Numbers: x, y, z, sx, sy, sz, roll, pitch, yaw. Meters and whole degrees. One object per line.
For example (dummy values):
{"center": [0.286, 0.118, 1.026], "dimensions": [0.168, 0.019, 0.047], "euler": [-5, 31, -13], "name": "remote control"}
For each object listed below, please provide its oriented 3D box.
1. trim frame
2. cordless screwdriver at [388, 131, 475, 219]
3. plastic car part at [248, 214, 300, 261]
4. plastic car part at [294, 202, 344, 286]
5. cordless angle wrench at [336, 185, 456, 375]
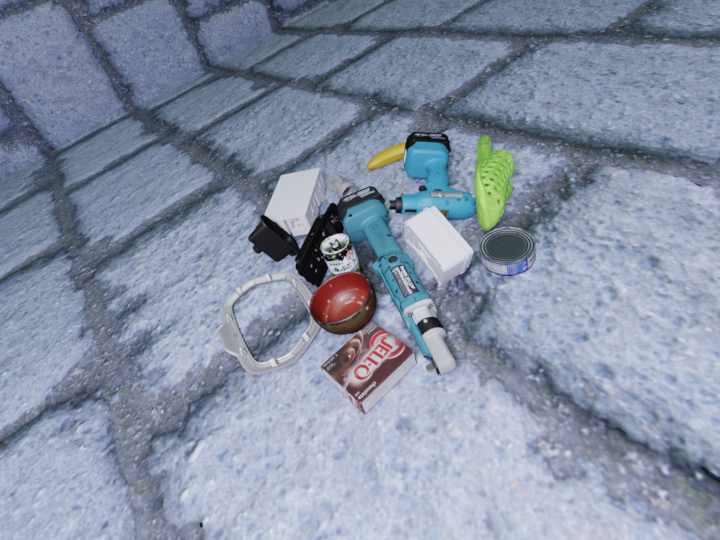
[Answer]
{"center": [-0.173, 0.084, 0.781], "dimensions": [0.183, 0.026, 0.263], "euler": [-32, 43, -8], "name": "trim frame"}
{"center": [0.128, -0.196, 0.877], "dimensions": [0.159, 0.072, 0.257], "euler": [-1, 45, -2], "name": "cordless screwdriver"}
{"center": [-0.191, -0.061, 0.891], "dimensions": [0.071, 0.110, 0.069], "euler": [-44, 39, 11], "name": "plastic car part"}
{"center": [-0.085, -0.056, 0.869], "dimensions": [0.069, 0.064, 0.204], "euler": [-22, 34, 43], "name": "plastic car part"}
{"center": [0.059, -0.002, 0.735], "dimensions": [0.098, 0.071, 0.443], "euler": [-24, 43, 0], "name": "cordless angle wrench"}
